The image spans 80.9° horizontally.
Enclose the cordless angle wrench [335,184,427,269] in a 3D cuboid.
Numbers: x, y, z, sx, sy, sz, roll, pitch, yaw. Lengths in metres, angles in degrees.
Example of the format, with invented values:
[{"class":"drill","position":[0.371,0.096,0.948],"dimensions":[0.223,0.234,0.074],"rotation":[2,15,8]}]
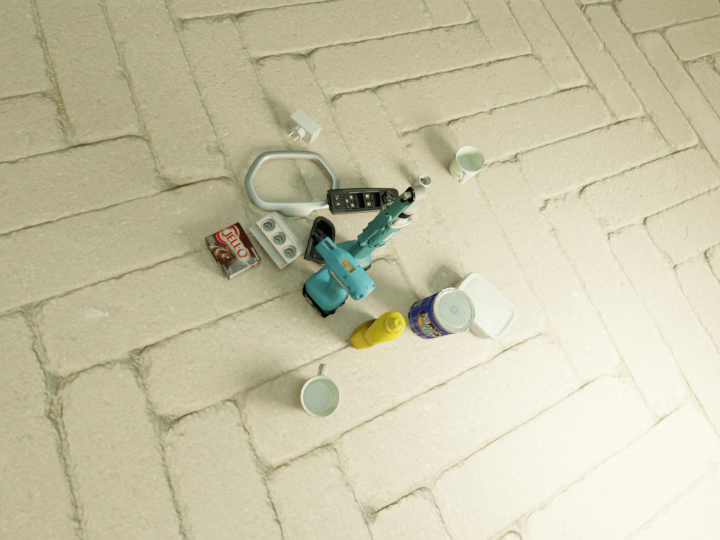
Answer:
[{"class":"cordless angle wrench","position":[0.032,-0.076,0.878],"dimensions":[0.095,0.426,0.076],"rotation":[-14,80,-22]}]

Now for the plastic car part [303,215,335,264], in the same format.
[{"class":"plastic car part","position":[-0.101,-0.066,1.033],"dimensions":[0.065,0.071,0.118],"rotation":[14,69,-12]}]

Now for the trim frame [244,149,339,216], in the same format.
[{"class":"trim frame","position":[-0.175,-0.228,1.095],"dimensions":[0.243,0.027,0.188],"rotation":[-4,72,-15]}]

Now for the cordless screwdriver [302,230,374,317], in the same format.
[{"class":"cordless screwdriver","position":[-0.071,0.012,0.917],"dimensions":[0.073,0.250,0.160],"rotation":[-39,88,-24]}]

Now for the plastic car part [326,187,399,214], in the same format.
[{"class":"plastic car part","position":[0.006,-0.176,1.100],"dimensions":[0.198,0.067,0.068],"rotation":[-8,76,-17]}]
